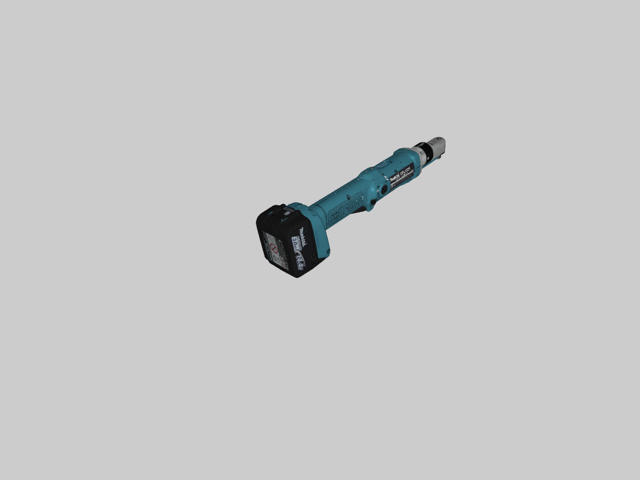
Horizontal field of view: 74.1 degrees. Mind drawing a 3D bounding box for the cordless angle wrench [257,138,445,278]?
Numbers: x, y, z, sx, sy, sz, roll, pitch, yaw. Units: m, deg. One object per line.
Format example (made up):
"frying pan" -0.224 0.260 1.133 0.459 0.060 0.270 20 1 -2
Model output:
"cordless angle wrench" 0.085 -0.088 0.707 0.421 0.098 0.074 -34 41 -31
